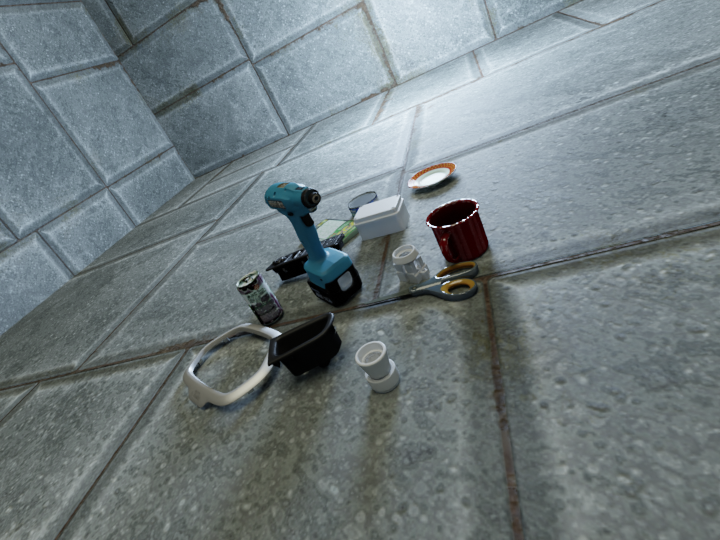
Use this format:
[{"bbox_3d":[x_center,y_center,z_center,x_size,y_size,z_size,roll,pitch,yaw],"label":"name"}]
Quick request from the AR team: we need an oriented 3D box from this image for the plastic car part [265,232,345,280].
[{"bbox_3d":[-0.121,-0.024,0.959,0.209,0.064,0.067,-15,28,25],"label":"plastic car part"}]

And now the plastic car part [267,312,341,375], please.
[{"bbox_3d":[-0.079,0.124,0.661,0.117,0.068,0.068,-25,25,7],"label":"plastic car part"}]

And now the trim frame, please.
[{"bbox_3d":[-0.239,0.169,0.781,0.261,0.026,0.182,5,42,47],"label":"trim frame"}]

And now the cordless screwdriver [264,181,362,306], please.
[{"bbox_3d":[-0.075,-0.049,0.767,0.073,0.240,0.167,-38,26,-22],"label":"cordless screwdriver"}]
